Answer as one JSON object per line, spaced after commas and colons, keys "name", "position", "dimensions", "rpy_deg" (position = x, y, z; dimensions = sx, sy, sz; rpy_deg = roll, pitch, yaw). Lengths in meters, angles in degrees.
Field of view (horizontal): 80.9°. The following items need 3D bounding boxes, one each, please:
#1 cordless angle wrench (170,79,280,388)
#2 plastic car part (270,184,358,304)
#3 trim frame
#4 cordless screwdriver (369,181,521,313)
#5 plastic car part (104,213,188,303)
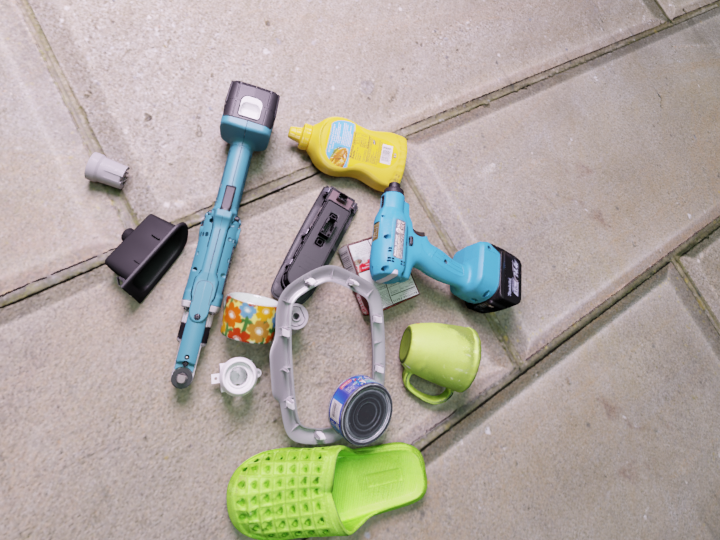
{"name": "cordless angle wrench", "position": [-0.196, -0.055, 0.590], "dimensions": [0.072, 0.099, 0.427], "rpy_deg": [14, 76, -15]}
{"name": "plastic car part", "position": [-0.062, -0.040, 0.633], "dimensions": [0.064, 0.069, 0.203], "rpy_deg": [32, 72, -16]}
{"name": "trim frame", "position": [-0.039, 0.116, 0.570], "dimensions": [0.177, 0.029, 0.246], "rpy_deg": [-6, 100, -29]}
{"name": "cordless screwdriver", "position": [0.129, -0.032, 0.653], "dimensions": [0.240, 0.076, 0.162], "rpy_deg": [18, 63, -20]}
{"name": "plastic car part", "position": [-0.293, -0.027, 0.569], "dimensions": [0.072, 0.065, 0.117], "rpy_deg": [26, 66, 5]}
